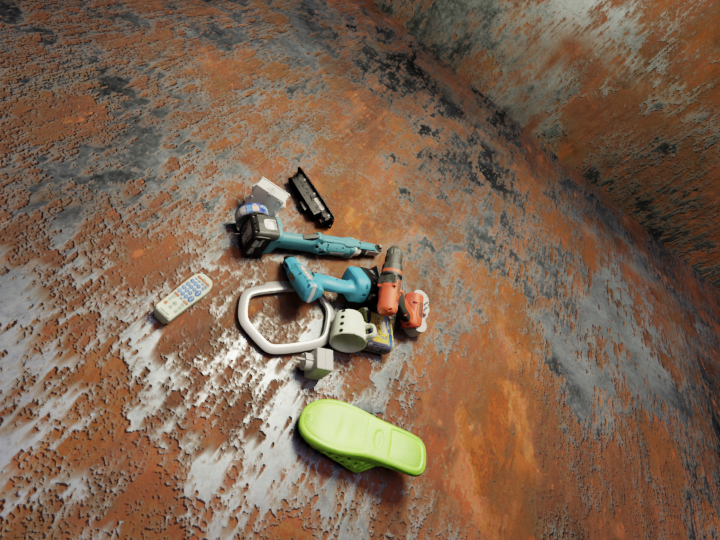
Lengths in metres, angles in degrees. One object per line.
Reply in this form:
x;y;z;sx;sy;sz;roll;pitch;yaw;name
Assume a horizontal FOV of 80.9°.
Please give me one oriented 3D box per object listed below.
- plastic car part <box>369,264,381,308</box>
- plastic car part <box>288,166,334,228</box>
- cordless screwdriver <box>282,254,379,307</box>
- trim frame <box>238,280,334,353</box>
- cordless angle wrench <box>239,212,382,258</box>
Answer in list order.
0.053;0.055;1.147;0.067;0.067;0.120;14;52;-45;plastic car part
-0.150;-0.206;1.221;0.066;0.065;0.209;-23;71;-17;plastic car part
-0.071;0.021;1.061;0.237;0.074;0.168;7;27;-35;cordless screwdriver
-0.167;0.102;0.982;0.238;0.028;0.191;-4;60;-34;trim frame
-0.110;-0.072;1.122;0.403;0.099;0.077;6;55;-36;cordless angle wrench
